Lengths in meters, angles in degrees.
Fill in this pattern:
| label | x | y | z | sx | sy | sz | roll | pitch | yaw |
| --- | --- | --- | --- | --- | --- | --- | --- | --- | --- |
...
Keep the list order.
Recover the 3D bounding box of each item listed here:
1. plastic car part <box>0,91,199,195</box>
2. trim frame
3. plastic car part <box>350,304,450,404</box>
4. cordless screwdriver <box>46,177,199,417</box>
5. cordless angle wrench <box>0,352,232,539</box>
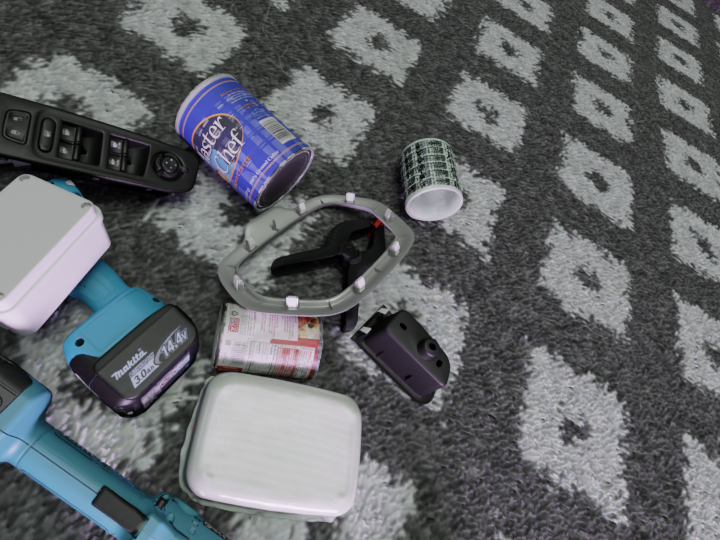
| label | x | y | z | sx | sy | sz | roll | pitch | yaw |
| --- | --- | --- | --- | --- | --- | --- | --- | --- | --- |
| plastic car part | -0.280 | -0.119 | 0.460 | 0.193 | 0.068 | 0.068 | 7 | 63 | -34 |
| trim frame | -0.048 | -0.031 | 0.491 | 0.193 | 0.026 | 0.245 | 21 | 46 | 28 |
| plastic car part | 0.059 | 0.090 | 0.482 | 0.119 | 0.071 | 0.065 | 44 | 57 | 9 |
| cordless screwdriver | -0.279 | 0.031 | 0.393 | 0.254 | 0.074 | 0.157 | 42 | 57 | 10 |
| cordless angle wrench | -0.155 | 0.211 | 0.332 | 0.421 | 0.099 | 0.074 | 37 | 56 | -3 |
